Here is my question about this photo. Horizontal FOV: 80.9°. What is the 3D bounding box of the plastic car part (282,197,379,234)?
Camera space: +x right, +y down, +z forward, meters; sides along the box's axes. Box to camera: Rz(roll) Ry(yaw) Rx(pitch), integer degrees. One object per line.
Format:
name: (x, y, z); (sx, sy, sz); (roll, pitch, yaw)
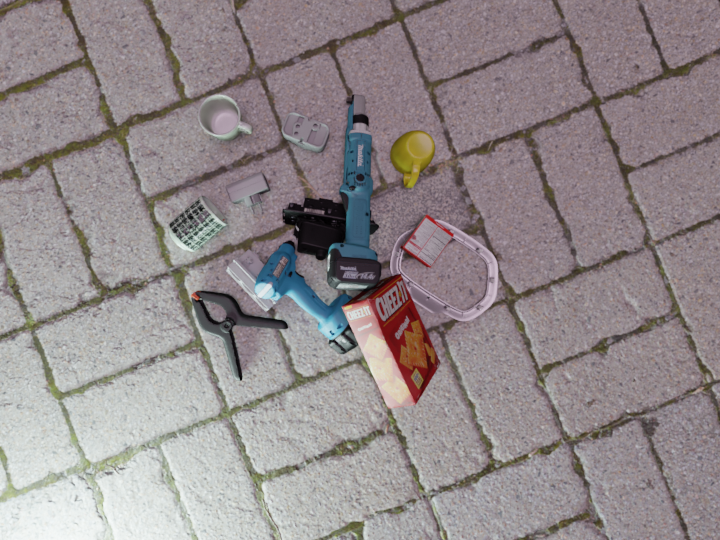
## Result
plastic car part: (-0.061, -0.116, 0.900); (0.203, 0.065, 0.068); (13, 60, 1)

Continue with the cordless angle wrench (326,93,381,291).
cordless angle wrench: (-0.008, -0.173, 0.850); (0.097, 0.074, 0.430); (4, 72, -7)

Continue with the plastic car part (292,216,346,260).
plastic car part: (-0.086, -0.056, 0.882); (0.116, 0.065, 0.072); (15, 57, -4)

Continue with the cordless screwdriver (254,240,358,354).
cordless screwdriver: (-0.090, 0.048, 0.875); (0.244, 0.161, 0.075); (36, 127, -11)

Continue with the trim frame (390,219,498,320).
trim frame: (0.184, 0.002, 0.915); (0.247, 0.027, 0.184); (34, 91, -2)
